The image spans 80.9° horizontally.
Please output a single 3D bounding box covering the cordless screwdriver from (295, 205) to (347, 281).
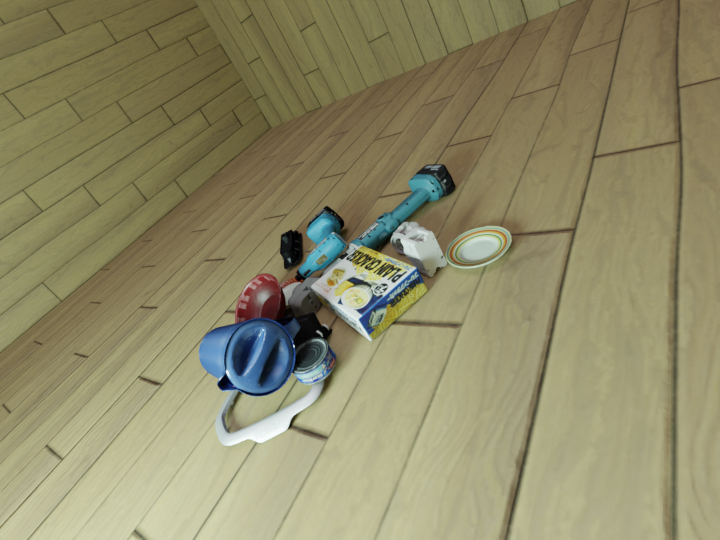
[{"bbox_3d":[-0.112,-0.074,1.151,0.160,0.072,0.255,-42,22,16],"label":"cordless screwdriver"}]

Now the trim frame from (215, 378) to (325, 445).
[{"bbox_3d":[-0.172,0.239,0.810,0.249,0.026,0.191,-28,29,4],"label":"trim frame"}]

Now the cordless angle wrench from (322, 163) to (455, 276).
[{"bbox_3d":[0.066,-0.116,1.079,0.420,0.071,0.103,-43,27,-13],"label":"cordless angle wrench"}]

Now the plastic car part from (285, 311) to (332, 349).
[{"bbox_3d":[-0.130,0.123,0.886,0.120,0.070,0.065,-15,8,23],"label":"plastic car part"}]

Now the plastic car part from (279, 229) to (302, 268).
[{"bbox_3d":[-0.215,-0.076,1.292,0.067,0.064,0.211,-22,32,3],"label":"plastic car part"}]
